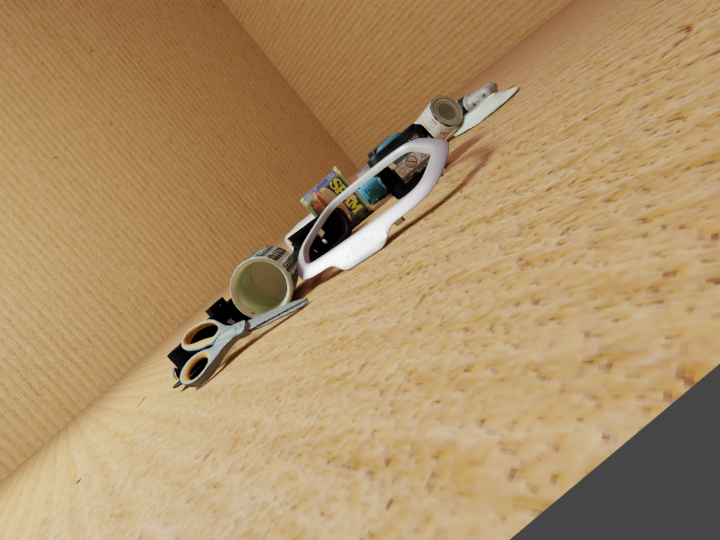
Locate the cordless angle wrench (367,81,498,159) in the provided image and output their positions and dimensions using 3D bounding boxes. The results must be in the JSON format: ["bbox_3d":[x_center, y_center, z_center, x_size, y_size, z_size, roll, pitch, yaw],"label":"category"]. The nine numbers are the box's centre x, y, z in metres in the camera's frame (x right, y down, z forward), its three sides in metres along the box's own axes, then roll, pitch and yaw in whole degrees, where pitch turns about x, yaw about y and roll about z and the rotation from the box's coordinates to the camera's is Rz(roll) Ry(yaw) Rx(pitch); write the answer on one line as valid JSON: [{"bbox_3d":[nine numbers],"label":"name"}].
[{"bbox_3d":[0.158,-0.333,1.005,0.097,0.073,0.436,-44,15,-22],"label":"cordless angle wrench"}]

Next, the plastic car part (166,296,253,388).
[{"bbox_3d":[-0.207,0.085,0.627,0.068,0.065,0.202,-22,24,42],"label":"plastic car part"}]

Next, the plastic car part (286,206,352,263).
[{"bbox_3d":[-0.066,-0.043,0.671,0.115,0.067,0.071,-45,-4,-41],"label":"plastic car part"}]

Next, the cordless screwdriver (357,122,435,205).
[{"bbox_3d":[0.074,-0.182,0.705,0.159,0.074,0.251,-40,8,-1],"label":"cordless screwdriver"}]

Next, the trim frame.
[{"bbox_3d":[0.007,-0.076,0.525,0.253,0.026,0.188,-32,29,29],"label":"trim frame"}]
